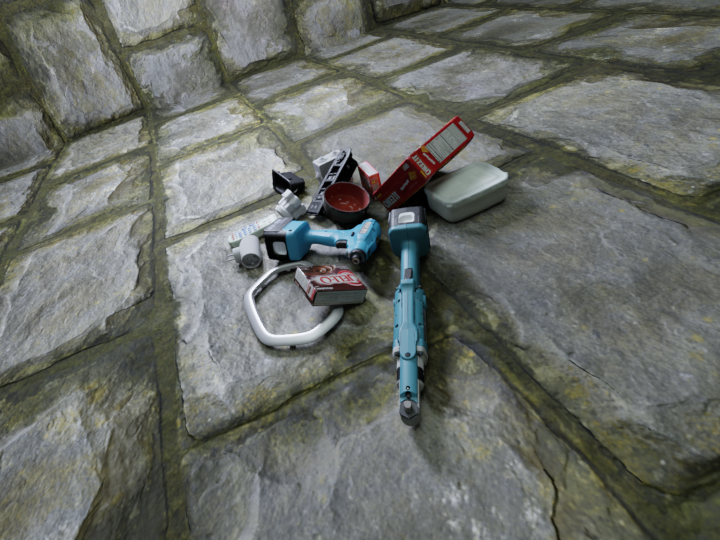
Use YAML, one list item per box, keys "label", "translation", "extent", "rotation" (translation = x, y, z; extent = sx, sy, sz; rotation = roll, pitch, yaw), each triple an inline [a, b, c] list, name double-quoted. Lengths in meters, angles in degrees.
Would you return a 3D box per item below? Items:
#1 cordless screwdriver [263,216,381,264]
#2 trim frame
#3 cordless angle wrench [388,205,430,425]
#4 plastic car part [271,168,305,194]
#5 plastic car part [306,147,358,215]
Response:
- label: "cordless screwdriver"
  translation: [-0.088, -0.058, 0.903]
  extent: [0.256, 0.072, 0.159]
  rotation: [1, 29, 18]
- label: "trim frame"
  translation: [-0.133, 0.059, 0.834]
  extent: [0.182, 0.026, 0.262]
  rotation: [-28, 37, -11]
- label: "cordless angle wrench"
  translation: [0.084, 0.053, 0.716]
  extent: [0.076, 0.093, 0.433]
  rotation: [-6, 43, 13]
- label: "plastic car part"
  translation: [-0.201, -0.252, 1.220]
  extent: [0.069, 0.064, 0.123]
  rotation: [-22, 38, -31]
- label: "plastic car part"
  translation: [-0.062, -0.221, 1.078]
  extent: [0.069, 0.064, 0.203]
  rotation: [8, 73, 64]
